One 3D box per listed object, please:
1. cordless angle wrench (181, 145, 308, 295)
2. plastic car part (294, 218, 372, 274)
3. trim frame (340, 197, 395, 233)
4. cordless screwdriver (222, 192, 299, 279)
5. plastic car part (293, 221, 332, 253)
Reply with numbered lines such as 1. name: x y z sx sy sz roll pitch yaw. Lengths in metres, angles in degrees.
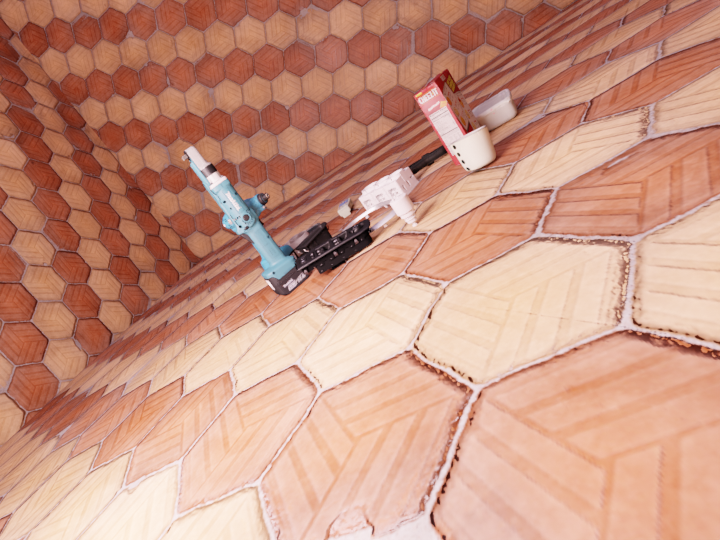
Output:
1. cordless angle wrench: -0.287 -0.125 1.041 0.097 0.413 0.077 -40 13 -19
2. plastic car part: -0.053 -0.046 0.978 0.203 0.065 0.068 -35 15 4
3. trim frame: 0.028 -0.129 1.101 0.182 0.027 0.257 -42 19 -18
4. cordless screwdriver: -0.246 -0.085 1.143 0.163 0.243 0.074 -28 15 30
5. plastic car part: -0.113 -0.074 1.151 0.115 0.069 0.068 -45 18 -29
